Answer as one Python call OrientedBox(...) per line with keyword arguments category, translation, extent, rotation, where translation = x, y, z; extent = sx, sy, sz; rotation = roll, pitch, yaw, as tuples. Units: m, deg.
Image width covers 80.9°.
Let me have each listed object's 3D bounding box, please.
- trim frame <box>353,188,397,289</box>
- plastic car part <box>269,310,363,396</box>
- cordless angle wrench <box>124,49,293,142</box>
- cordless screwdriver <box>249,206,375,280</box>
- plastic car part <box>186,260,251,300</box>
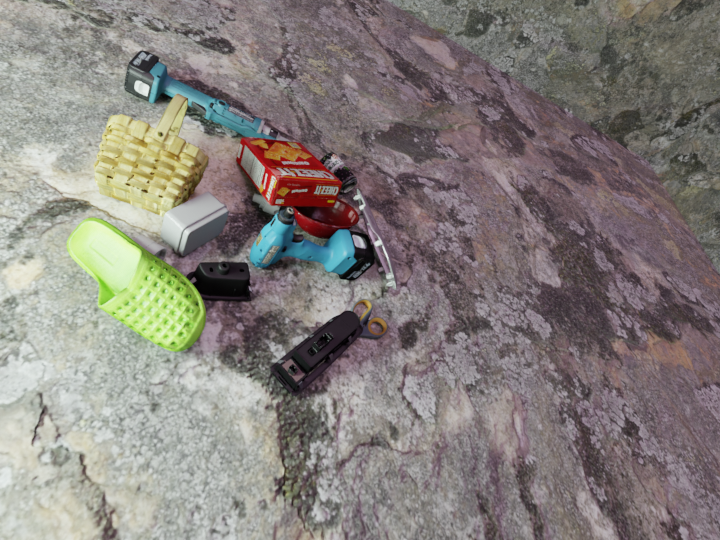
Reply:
OrientedBox(category="trim frame", translation=(0.031, -0.068, 0.936), extent=(0.027, 0.177, 0.258), rotation=(-18, 61, -3))
OrientedBox(category="plastic car part", translation=(-0.067, 0.131, 0.761), extent=(0.069, 0.066, 0.198), rotation=(37, 44, 19))
OrientedBox(category="cordless angle wrench", translation=(-0.348, -0.389, 1.035), extent=(0.410, 0.075, 0.100), rotation=(23, 46, -17))
OrientedBox(category="cordless screwdriver", translation=(-0.083, -0.054, 0.848), extent=(0.238, 0.160, 0.077), rotation=(8, 53, -30))
OrientedBox(category="plastic car part", translation=(-0.245, 0.011, 0.757), extent=(0.111, 0.071, 0.069), rotation=(5, 52, -33))
